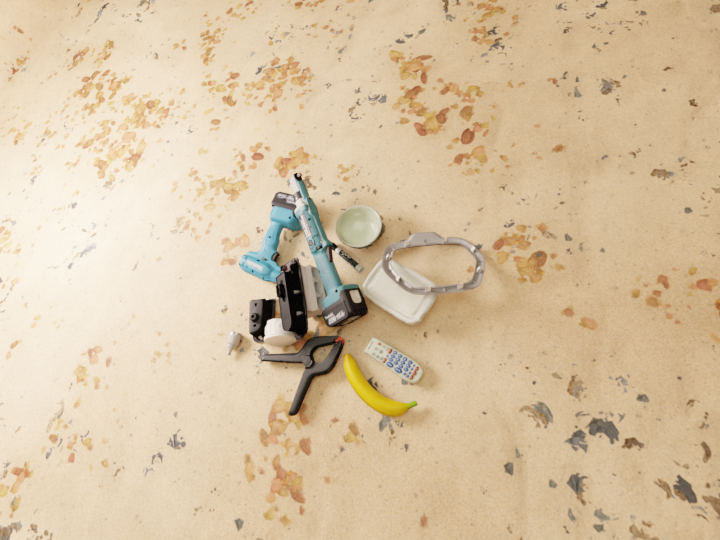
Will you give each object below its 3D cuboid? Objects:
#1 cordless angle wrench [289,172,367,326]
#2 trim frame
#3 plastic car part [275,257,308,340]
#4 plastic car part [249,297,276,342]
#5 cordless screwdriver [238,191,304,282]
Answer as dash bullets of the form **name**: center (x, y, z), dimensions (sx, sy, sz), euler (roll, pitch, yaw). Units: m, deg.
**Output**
- **cordless angle wrench**: center (-0.105, -0.069, 1.079), dimensions (0.100, 0.071, 0.436), euler (-39, 64, 37)
- **trim frame**: center (0.174, -0.021, 1.002), dimensions (0.247, 0.026, 0.191), euler (-7, 48, -3)
- **plastic car part**: center (-0.170, 0.067, 1.032), dimensions (0.068, 0.063, 0.209), euler (-33, 61, 34)
- **plastic car part**: center (-0.262, 0.121, 1.092), dimensions (0.067, 0.067, 0.119), euler (-8, 63, 13)
- **cordless screwdriver**: center (-0.216, -0.086, 1.169), dimensions (0.166, 0.071, 0.249), euler (21, 78, 22)
